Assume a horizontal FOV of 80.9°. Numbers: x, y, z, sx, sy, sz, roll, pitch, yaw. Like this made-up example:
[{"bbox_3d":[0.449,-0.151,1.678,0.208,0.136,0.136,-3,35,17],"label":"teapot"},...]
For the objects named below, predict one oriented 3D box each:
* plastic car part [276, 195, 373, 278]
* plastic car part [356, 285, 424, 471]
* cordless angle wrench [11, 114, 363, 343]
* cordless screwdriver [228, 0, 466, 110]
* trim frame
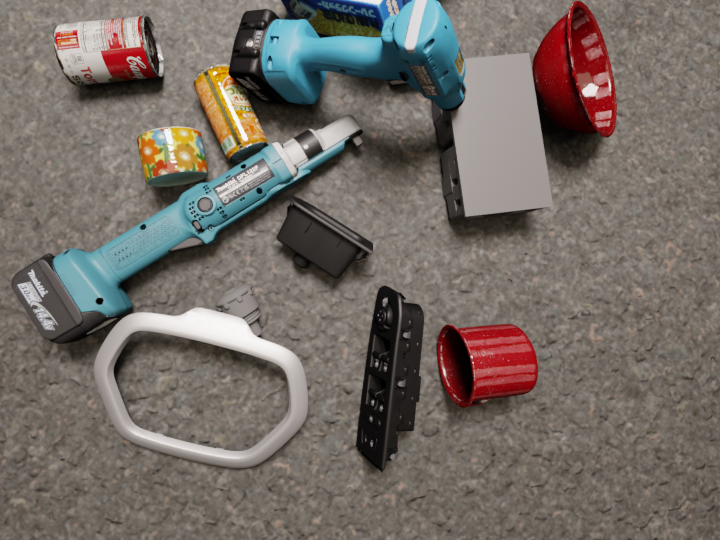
[{"bbox_3d":[-0.050,-0.033,0.511,0.117,0.066,0.071,29,100,1],"label":"plastic car part"},{"bbox_3d":[0.041,0.121,0.501,0.065,0.068,0.203,4,86,-16],"label":"plastic car part"},{"bbox_3d":[-0.179,-0.070,0.499,0.420,0.075,0.098,-34,91,-7],"label":"cordless angle wrench"},{"bbox_3d":[-0.012,-0.222,0.469,0.260,0.152,0.074,14,90,28],"label":"cordless screwdriver"},{"bbox_3d":[-0.182,0.136,0.486,0.248,0.028,0.183,15,101,0],"label":"trim frame"}]
